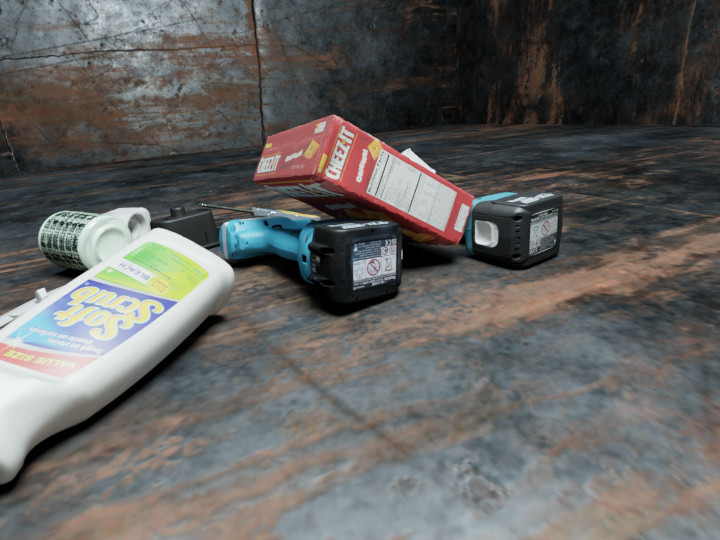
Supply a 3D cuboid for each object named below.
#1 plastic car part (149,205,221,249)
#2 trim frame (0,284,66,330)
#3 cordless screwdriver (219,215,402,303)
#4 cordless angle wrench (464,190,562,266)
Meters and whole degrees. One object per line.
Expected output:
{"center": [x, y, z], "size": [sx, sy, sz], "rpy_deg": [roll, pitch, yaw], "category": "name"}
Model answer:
{"center": [-0.266, -0.064, 0.643], "size": [0.069, 0.069, 0.112], "rpy_deg": [13, 23, 40], "category": "plastic car part"}
{"center": [-0.287, 0.044, 0.431], "size": [0.187, 0.027, 0.249], "rpy_deg": [0, 20, 9], "category": "trim frame"}
{"center": [-0.051, -0.033, 0.519], "size": [0.153, 0.073, 0.262], "rpy_deg": [-12, 17, -39], "category": "cordless screwdriver"}
{"center": [0.081, -0.095, 0.655], "size": [0.095, 0.073, 0.446], "rpy_deg": [-17, 22, -32], "category": "cordless angle wrench"}
